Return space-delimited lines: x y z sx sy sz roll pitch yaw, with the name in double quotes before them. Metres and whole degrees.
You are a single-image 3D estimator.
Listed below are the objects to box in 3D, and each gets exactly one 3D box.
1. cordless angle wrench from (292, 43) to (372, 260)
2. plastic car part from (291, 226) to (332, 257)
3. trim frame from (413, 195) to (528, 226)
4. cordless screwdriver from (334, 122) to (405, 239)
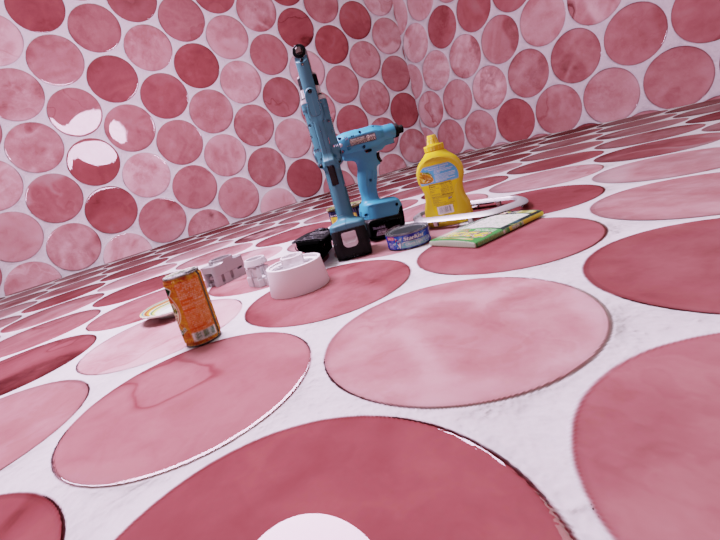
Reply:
"cordless angle wrench" -0.065 -0.232 0.846 0.075 0.416 0.099 -15 10 5
"plastic car part" -0.091 -0.059 0.927 0.067 0.066 0.204 -14 14 8
"trim frame" 0.231 -0.130 0.919 0.260 0.027 0.179 -4 19 38
"cordless screwdriver" 0.046 -0.202 0.954 0.157 0.245 0.076 -18 11 -10
